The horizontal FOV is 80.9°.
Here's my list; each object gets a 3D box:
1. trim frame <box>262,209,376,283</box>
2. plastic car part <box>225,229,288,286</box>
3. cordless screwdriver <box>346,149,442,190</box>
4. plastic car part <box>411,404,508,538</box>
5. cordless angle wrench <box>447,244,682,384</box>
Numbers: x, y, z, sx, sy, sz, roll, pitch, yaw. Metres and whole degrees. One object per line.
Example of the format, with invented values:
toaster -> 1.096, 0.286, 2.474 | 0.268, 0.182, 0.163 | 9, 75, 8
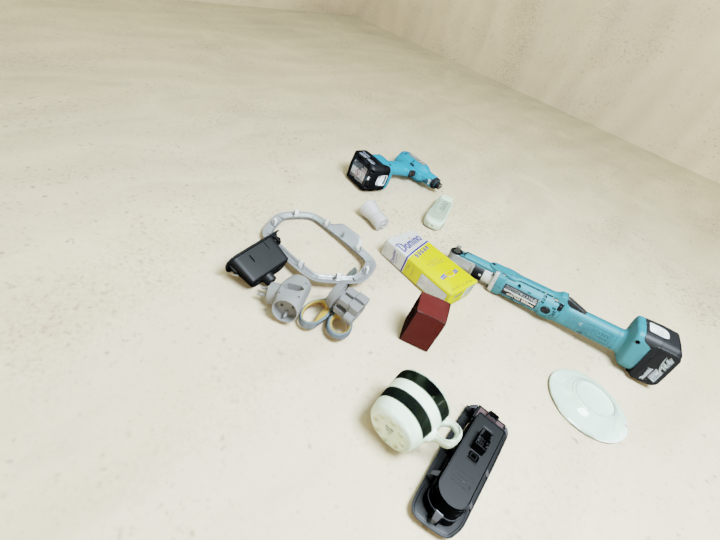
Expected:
trim frame -> -0.081, -0.053, 0.831 | 0.178, 0.027, 0.262 | -20, 46, -41
plastic car part -> -0.171, -0.009, 0.733 | 0.072, 0.066, 0.114 | 42, 45, 5
cordless screwdriver -> 0.096, -0.257, 1.122 | 0.239, 0.073, 0.167 | -15, 49, -40
plastic car part -> 0.139, 0.245, 0.540 | 0.068, 0.066, 0.198 | 41, 46, 14
cordless angle wrench -> 0.370, 0.064, 0.832 | 0.439, 0.096, 0.073 | 29, 38, 20
